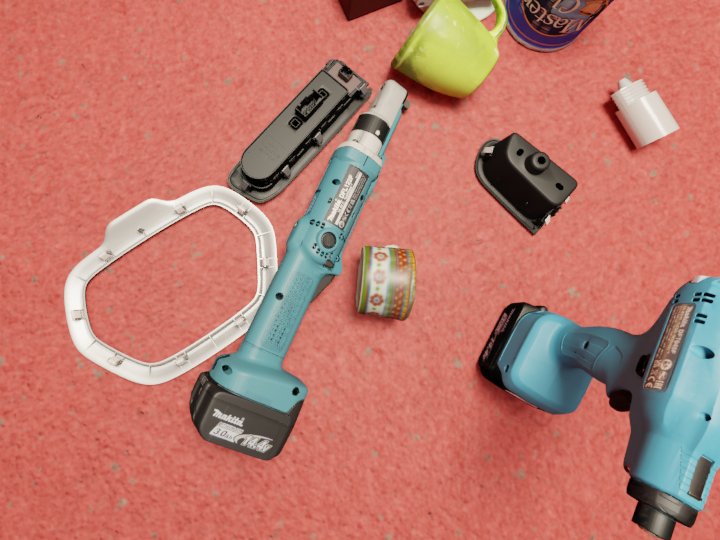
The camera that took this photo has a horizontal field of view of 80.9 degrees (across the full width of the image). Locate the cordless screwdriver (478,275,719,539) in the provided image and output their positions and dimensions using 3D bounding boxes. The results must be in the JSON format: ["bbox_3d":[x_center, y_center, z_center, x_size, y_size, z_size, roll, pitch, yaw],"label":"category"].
[{"bbox_3d":[0.185,0.096,0.353,0.074,0.249,0.159,30,78,-4],"label":"cordless screwdriver"}]

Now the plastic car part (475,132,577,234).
[{"bbox_3d":[0.188,-0.106,0.471,0.117,0.071,0.066,44,81,-1],"label":"plastic car part"}]

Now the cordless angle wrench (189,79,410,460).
[{"bbox_3d":[-0.044,-0.029,0.452,0.094,0.077,0.424,29,77,-23],"label":"cordless angle wrench"}]

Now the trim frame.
[{"bbox_3d":[-0.206,0.011,0.467,0.248,0.027,0.186,-33,84,-4],"label":"trim frame"}]

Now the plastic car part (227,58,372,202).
[{"bbox_3d":[-0.068,-0.161,0.478,0.066,0.068,0.203,41,86,-7],"label":"plastic car part"}]
